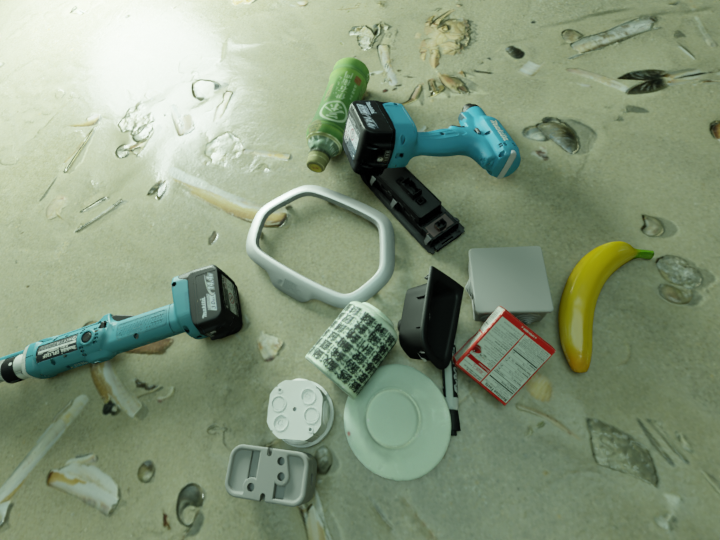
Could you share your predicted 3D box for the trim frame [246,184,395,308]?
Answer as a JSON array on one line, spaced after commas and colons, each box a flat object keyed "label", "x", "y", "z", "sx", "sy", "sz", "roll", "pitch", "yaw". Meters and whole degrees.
[{"label": "trim frame", "x": -0.064, "y": -0.042, "z": 0.650, "sx": 0.258, "sy": 0.026, "sz": 0.184, "roll": 26, "pitch": 71, "yaw": 21}]

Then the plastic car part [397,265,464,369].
[{"label": "plastic car part", "x": 0.080, "y": 0.064, "z": 0.543, "sx": 0.073, "sy": 0.063, "sz": 0.118, "roll": -15, "pitch": 50, "yaw": 52}]

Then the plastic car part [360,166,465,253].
[{"label": "plastic car part", "x": 0.064, "y": -0.120, "z": 0.643, "sx": 0.066, "sy": 0.064, "sz": 0.213, "roll": -39, "pitch": 60, "yaw": 0}]

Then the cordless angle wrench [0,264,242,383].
[{"label": "cordless angle wrench", "x": -0.388, "y": 0.104, "z": 0.630, "sx": 0.426, "sy": 0.071, "sz": 0.101, "roll": -18, "pitch": 62, "yaw": 6}]

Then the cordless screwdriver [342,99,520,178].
[{"label": "cordless screwdriver", "x": 0.099, "y": -0.210, "z": 0.637, "sx": 0.244, "sy": 0.073, "sz": 0.165, "roll": -1, "pitch": 50, "yaw": -12}]
